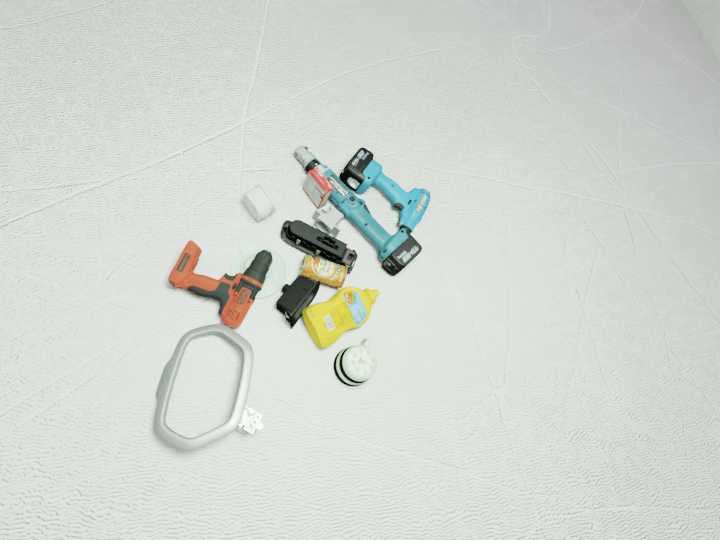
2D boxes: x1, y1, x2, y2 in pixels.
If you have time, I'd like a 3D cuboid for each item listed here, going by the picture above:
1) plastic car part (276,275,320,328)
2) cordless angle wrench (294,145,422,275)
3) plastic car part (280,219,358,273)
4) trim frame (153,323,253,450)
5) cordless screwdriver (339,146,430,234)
[{"bbox_3d":[-0.150,0.060,0.961,0.073,0.064,0.116,26,58,11],"label":"plastic car part"},{"bbox_3d":[-0.026,-0.171,1.091,0.096,0.074,0.432,-38,78,-27],"label":"cordless angle wrench"},{"bbox_3d":[-0.101,-0.066,1.028,0.203,0.067,0.066,25,70,0],"label":"plastic car part"},{"bbox_3d":[-0.307,0.219,0.830,0.185,0.027,0.255,2,56,2],"label":"trim frame"},{"bbox_3d":[0.060,-0.205,1.127,0.247,0.075,0.159,32,62,-4],"label":"cordless screwdriver"}]
